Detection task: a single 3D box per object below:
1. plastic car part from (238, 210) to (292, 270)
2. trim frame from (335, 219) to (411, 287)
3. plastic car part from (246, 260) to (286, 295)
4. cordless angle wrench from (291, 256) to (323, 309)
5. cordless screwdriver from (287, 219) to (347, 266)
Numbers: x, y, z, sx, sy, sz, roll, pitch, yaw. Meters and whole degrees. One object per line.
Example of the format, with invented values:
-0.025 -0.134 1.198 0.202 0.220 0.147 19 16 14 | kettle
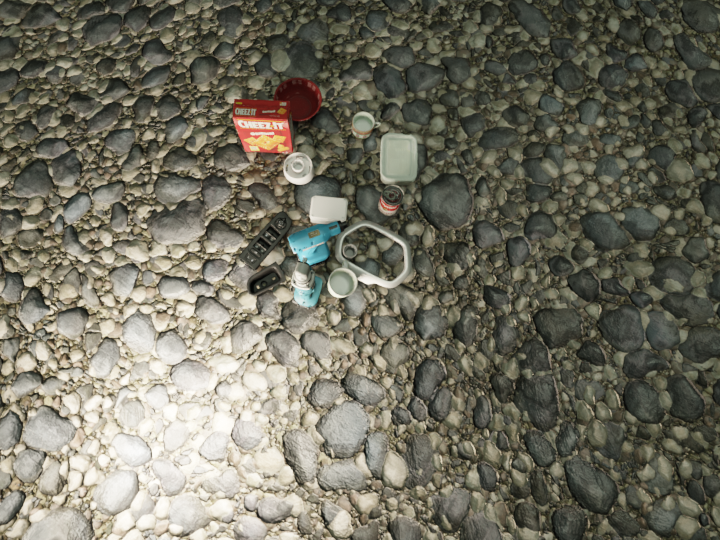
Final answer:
-0.284 -0.091 1.300 0.067 0.066 0.202 37 80 5 | plastic car part
0.041 -0.051 1.307 0.252 0.027 0.184 27 78 7 | trim frame
-0.286 0.034 1.269 0.116 0.070 0.067 -30 81 -7 | plastic car part
-0.142 0.034 1.089 0.074 0.419 0.098 17 79 -2 | cordless angle wrench
-0.118 -0.077 1.203 0.158 0.246 0.075 -21 82 -7 | cordless screwdriver
